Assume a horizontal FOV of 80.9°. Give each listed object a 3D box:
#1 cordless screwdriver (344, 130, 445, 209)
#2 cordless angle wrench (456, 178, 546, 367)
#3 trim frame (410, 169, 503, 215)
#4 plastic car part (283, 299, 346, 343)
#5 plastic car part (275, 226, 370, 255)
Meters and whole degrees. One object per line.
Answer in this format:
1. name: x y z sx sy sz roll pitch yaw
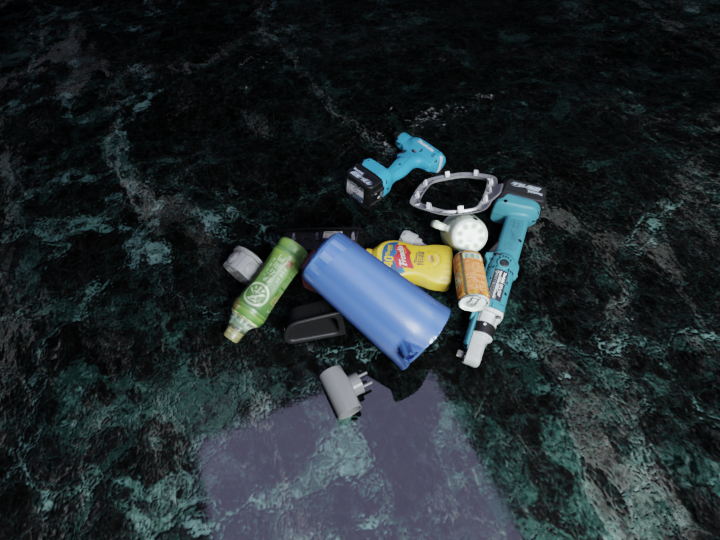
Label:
1. cordless screwdriver: 0.066 -0.258 1.027 0.244 0.072 0.167 -32 58 -22
2. cordless angle wrench: 0.273 -0.003 0.830 0.101 0.072 0.424 18 60 15
3. trim frame: 0.212 -0.177 0.931 0.192 0.027 0.246 6 32 24
4. plastic car part: -0.092 0.090 0.806 0.117 0.063 0.073 -10 40 1
5. plastic car part: -0.087 -0.057 0.890 0.211 0.063 0.067 6 81 24
